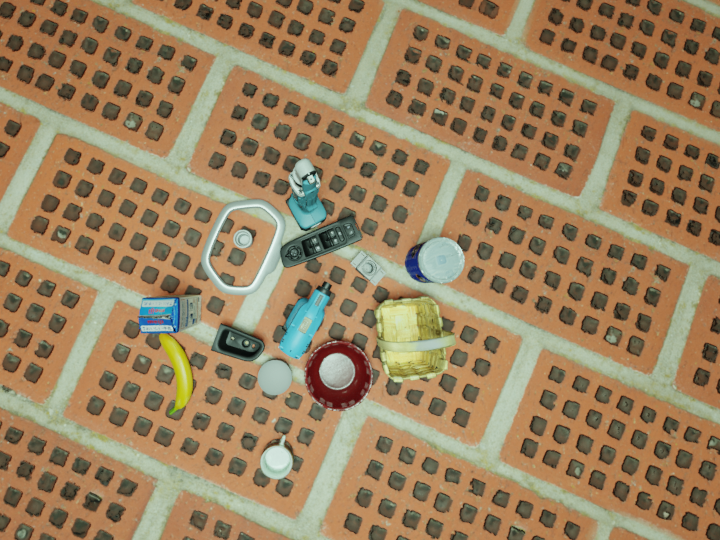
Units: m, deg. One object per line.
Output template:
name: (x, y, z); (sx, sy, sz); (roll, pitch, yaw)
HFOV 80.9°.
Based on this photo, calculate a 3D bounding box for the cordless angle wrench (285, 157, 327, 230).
cordless angle wrench: (-0.112, -0.156, 0.863); (0.074, 0.424, 0.098); (-29, 92, -7)

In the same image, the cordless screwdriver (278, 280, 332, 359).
cordless screwdriver: (-0.113, 0.096, 0.926); (0.074, 0.249, 0.159); (30, 85, -5)

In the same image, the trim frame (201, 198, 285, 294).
trim frame: (-0.287, -0.059, 1.048); (0.184, 0.027, 0.249); (22, 85, 1)

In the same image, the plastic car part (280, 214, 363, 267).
plastic car part: (-0.101, -0.066, 1.033); (0.202, 0.067, 0.067); (-22, 88, -4)

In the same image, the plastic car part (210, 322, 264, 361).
plastic car part: (-0.284, 0.173, 1.005); (0.116, 0.071, 0.066); (19, 85, -1)
